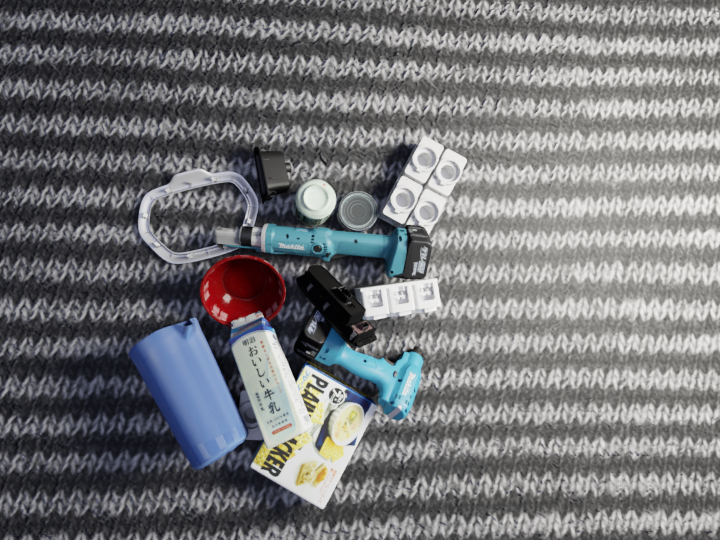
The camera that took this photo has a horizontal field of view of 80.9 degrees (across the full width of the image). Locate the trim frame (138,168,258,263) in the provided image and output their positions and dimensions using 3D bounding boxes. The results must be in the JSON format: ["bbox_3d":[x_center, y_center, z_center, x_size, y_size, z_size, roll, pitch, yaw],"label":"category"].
[{"bbox_3d":[-0.334,-0.115,0.871,0.247,0.027,0.186,-15,84,-3],"label":"trim frame"}]

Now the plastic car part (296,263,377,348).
[{"bbox_3d":[-0.051,0.055,0.801,0.064,0.065,0.214,-19,45,-36],"label":"plastic car part"}]

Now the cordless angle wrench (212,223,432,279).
[{"bbox_3d":[-0.081,-0.053,0.833,0.424,0.076,0.095,5,120,1],"label":"cordless angle wrench"}]

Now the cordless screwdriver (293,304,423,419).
[{"bbox_3d":[0.005,0.157,0.827,0.252,0.074,0.158,32,45,5],"label":"cordless screwdriver"}]

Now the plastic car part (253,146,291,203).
[{"bbox_3d":[-0.178,-0.204,0.877,0.069,0.067,0.118,-6,82,-21],"label":"plastic car part"}]
